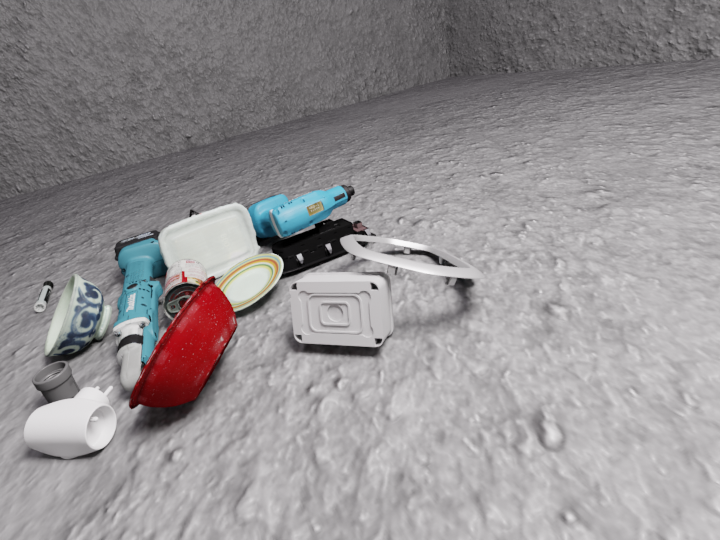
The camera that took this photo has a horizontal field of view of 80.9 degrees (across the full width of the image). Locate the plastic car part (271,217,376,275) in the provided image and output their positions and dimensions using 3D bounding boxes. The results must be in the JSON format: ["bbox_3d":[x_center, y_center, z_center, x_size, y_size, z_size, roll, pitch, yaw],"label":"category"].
[{"bbox_3d":[-0.072,-0.047,0.734,0.199,0.064,0.070,-26,36,-19],"label":"plastic car part"}]

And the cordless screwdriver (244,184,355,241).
[{"bbox_3d":[-0.129,-0.112,0.797,0.156,0.073,0.259,-29,17,-26],"label":"cordless screwdriver"}]

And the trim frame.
[{"bbox_3d":[0.064,-0.019,0.575,0.182,0.027,0.253,7,9,-7],"label":"trim frame"}]

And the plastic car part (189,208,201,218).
[{"bbox_3d":[-0.328,-0.052,0.828,0.117,0.066,0.071,-52,6,49],"label":"plastic car part"}]

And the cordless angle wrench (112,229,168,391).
[{"bbox_3d":[-0.350,0.046,0.672,0.096,0.072,0.445,-21,30,-15],"label":"cordless angle wrench"}]
